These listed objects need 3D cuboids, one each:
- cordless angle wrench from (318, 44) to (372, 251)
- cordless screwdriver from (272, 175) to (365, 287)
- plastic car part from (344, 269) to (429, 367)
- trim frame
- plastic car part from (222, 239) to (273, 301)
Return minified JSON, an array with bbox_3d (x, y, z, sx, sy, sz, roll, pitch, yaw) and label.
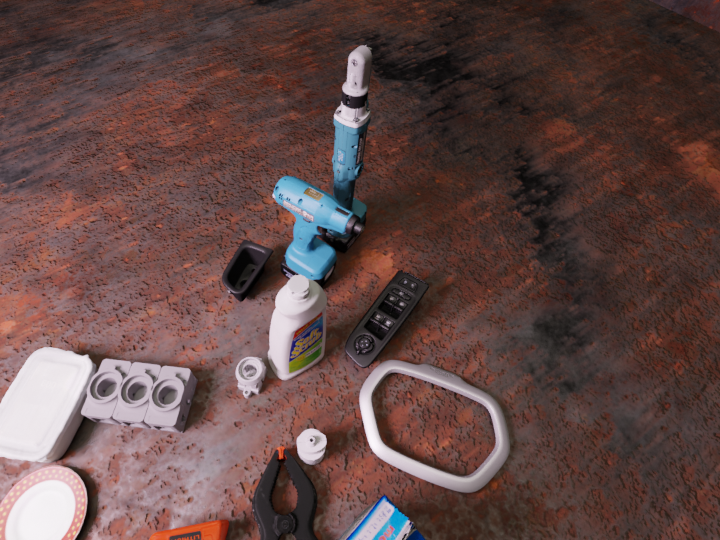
[{"bbox_3d":[-0.021,-0.192,0.754,0.077,0.412,0.097,32,59,14],"label":"cordless angle wrench"},{"bbox_3d":[-0.074,-0.048,0.757,0.164,0.242,0.074,30,59,14],"label":"cordless screwdriver"},{"bbox_3d":[0.043,0.093,0.770,0.069,0.065,0.201,32,61,17],"label":"plastic car part"},{"bbox_3d":[0.118,0.243,0.692,0.253,0.027,0.186,16,57,10],"label":"trim frame"},{"bbox_3d":[-0.222,0.009,0.819,0.067,0.069,0.117,19,57,8],"label":"plastic car part"}]
